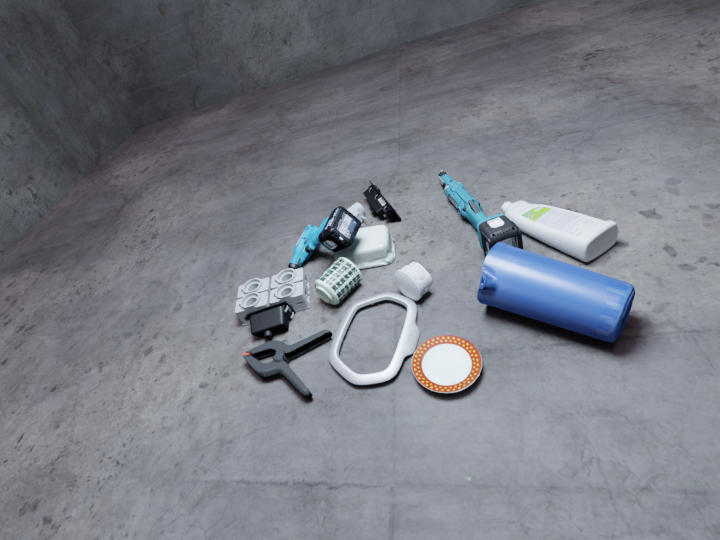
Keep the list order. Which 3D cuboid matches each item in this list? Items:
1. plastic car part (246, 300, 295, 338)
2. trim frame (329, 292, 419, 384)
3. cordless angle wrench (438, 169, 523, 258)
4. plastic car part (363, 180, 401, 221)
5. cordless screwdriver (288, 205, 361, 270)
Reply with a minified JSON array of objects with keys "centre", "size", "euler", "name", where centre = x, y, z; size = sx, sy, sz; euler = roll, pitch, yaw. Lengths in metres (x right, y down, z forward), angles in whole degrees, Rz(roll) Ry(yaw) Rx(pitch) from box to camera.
[{"centre":[-0.222,0.131,1.042],"size":[0.118,0.062,0.074],"euler":[-20,52,9],"name":"plastic car part"},{"centre":[0.032,0.142,0.923],"size":[0.192,0.026,0.250],"euler":[-1,42,27],"name":"trim frame"},{"centre":[0.286,-0.165,1.109],"size":[0.075,0.094,0.439],"euler":[-20,35,2],"name":"cordless angle wrench"},{"centre":[0.057,-0.206,1.289],"size":[0.067,0.063,0.212],"euler":[-42,36,16],"name":"plastic car part"},{"centre":[-0.111,-0.073,1.139],"size":[0.257,0.072,0.160],"euler":[-16,42,56],"name":"cordless screwdriver"}]
